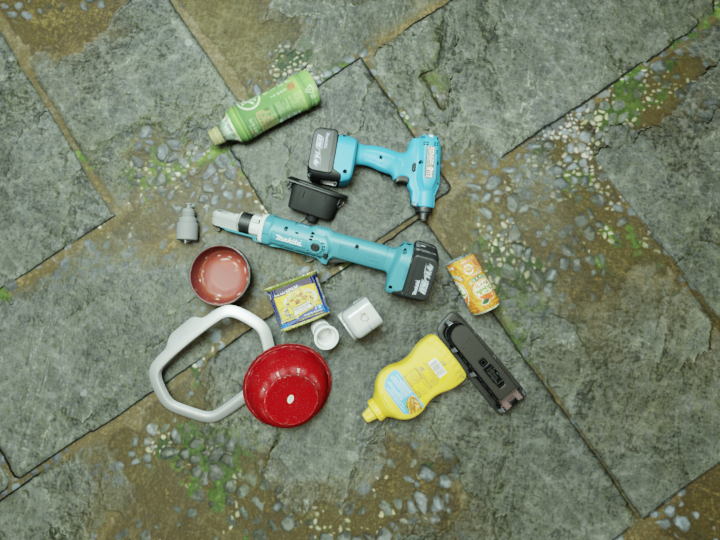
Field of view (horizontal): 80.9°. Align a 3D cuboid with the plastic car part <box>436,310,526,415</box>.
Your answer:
[{"bbox_3d":[0.216,0.168,0.759,0.066,0.066,0.206,-39,82,4],"label":"plastic car part"}]

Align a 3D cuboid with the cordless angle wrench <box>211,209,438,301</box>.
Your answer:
[{"bbox_3d":[-0.076,-0.050,0.778,0.429,0.074,0.096,15,115,7],"label":"cordless angle wrench"}]

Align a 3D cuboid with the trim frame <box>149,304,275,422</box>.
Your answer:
[{"bbox_3d":[-0.265,0.170,0.765,0.250,0.028,0.181,-39,98,8],"label":"trim frame"}]

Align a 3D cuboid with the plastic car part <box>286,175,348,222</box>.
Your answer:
[{"bbox_3d":[-0.090,-0.128,0.800,0.116,0.066,0.070,22,104,-2],"label":"plastic car part"}]

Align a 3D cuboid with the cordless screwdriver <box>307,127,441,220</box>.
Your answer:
[{"bbox_3d":[0.024,-0.181,0.793,0.248,0.074,0.160,5,85,-2],"label":"cordless screwdriver"}]
